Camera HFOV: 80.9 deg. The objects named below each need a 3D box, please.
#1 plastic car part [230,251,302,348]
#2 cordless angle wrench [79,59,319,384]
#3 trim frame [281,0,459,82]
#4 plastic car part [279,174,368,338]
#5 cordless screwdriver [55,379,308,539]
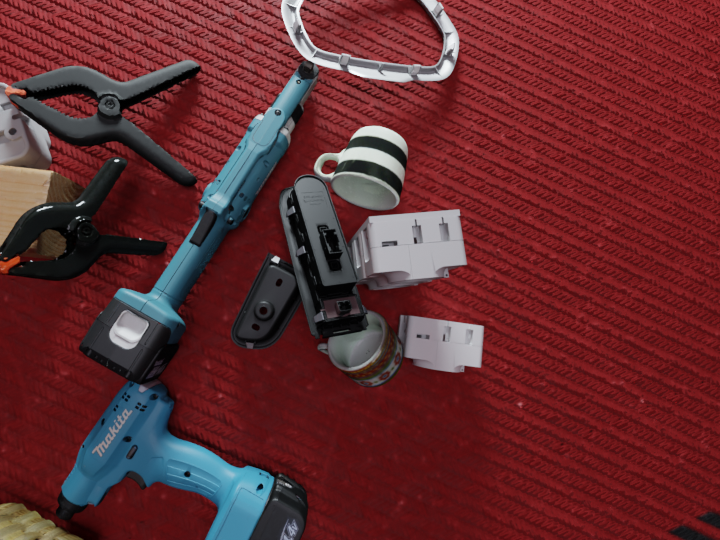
[{"bbox_3d":[-0.106,0.040,0.488,0.066,0.071,0.117,27,78,-2],"label":"plastic car part"},{"bbox_3d":[-0.159,-0.080,0.499,0.074,0.098,0.423,29,76,-4],"label":"cordless angle wrench"},{"bbox_3d":[0.020,-0.323,0.552,0.242,0.028,0.187,1,75,-17],"label":"trim frame"},{"bbox_3d":[-0.047,-0.031,0.477,0.065,0.066,0.211,-11,59,-16],"label":"plastic car part"},{"bbox_3d":[-0.189,0.244,0.451,0.251,0.074,0.159,32,81,4],"label":"cordless screwdriver"}]
